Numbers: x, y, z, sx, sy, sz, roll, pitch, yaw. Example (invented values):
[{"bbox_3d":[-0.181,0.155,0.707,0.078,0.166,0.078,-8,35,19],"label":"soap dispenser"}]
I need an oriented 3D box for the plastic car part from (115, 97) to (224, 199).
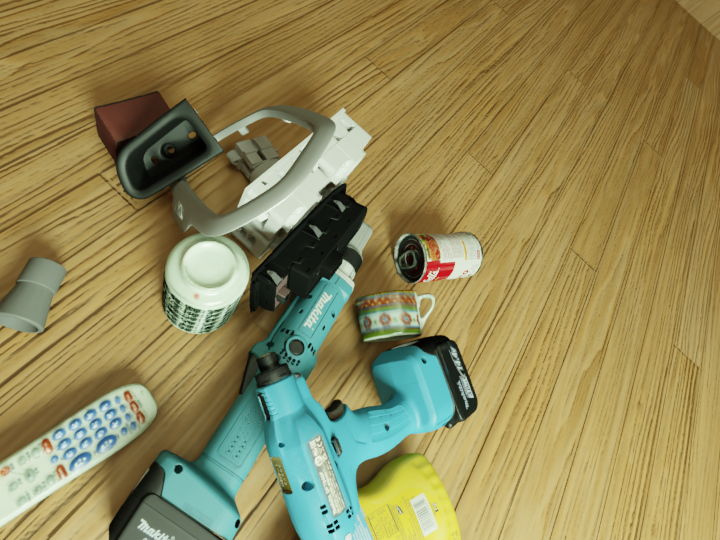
[{"bbox_3d":[-0.218,-0.137,0.483,0.063,0.117,0.073,56,10,-24],"label":"plastic car part"}]

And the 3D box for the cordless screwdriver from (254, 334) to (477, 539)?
[{"bbox_3d":[0.010,0.126,0.427,0.239,0.076,0.161,-17,82,-45],"label":"cordless screwdriver"}]

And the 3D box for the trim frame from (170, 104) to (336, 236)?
[{"bbox_3d":[-0.125,-0.113,0.447,0.183,0.026,0.263,-42,42,-9],"label":"trim frame"}]

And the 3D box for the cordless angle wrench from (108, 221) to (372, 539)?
[{"bbox_3d":[-0.080,0.089,0.453,0.097,0.075,0.423,35,55,-6],"label":"cordless angle wrench"}]

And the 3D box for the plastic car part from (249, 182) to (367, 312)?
[{"bbox_3d":[-0.047,-0.031,0.481,0.069,0.064,0.203,18,48,14],"label":"plastic car part"}]
